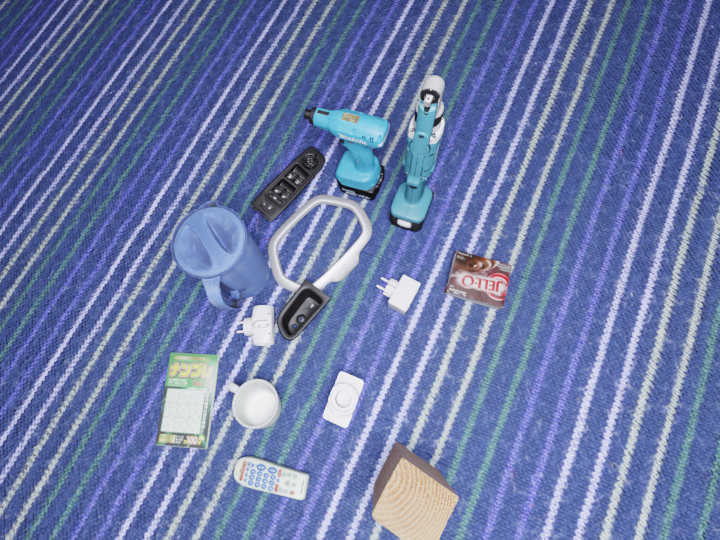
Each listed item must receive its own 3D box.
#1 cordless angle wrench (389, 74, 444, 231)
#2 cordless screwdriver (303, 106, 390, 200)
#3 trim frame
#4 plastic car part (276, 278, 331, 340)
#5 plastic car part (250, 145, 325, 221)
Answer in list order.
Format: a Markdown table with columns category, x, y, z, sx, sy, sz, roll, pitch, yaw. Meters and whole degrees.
| category | x | y | z | sx | sy | sz | roll | pitch | yaw |
| --- | --- | --- | --- | --- | --- | --- | --- | --- | --- |
| cordless angle wrench | 0.102 | -0.186 | 0.738 | 0.076 | 0.412 | 0.098 | 20 | 76 | 8 |
| cordless screwdriver | -0.025 | -0.240 | 0.862 | 0.163 | 0.242 | 0.075 | 20 | 76 | 9 |
| trim frame | -0.090 | -0.059 | 0.924 | 0.190 | 0.027 | 0.247 | 42 | 81 | 18 |
| plastic car part | -0.118 | 0.088 | 0.855 | 0.068 | 0.069 | 0.116 | 36 | 79 | 14 |
| plastic car part | -0.153 | -0.192 | 0.957 | 0.068 | 0.065 | 0.202 | 37 | 79 | 14 |
